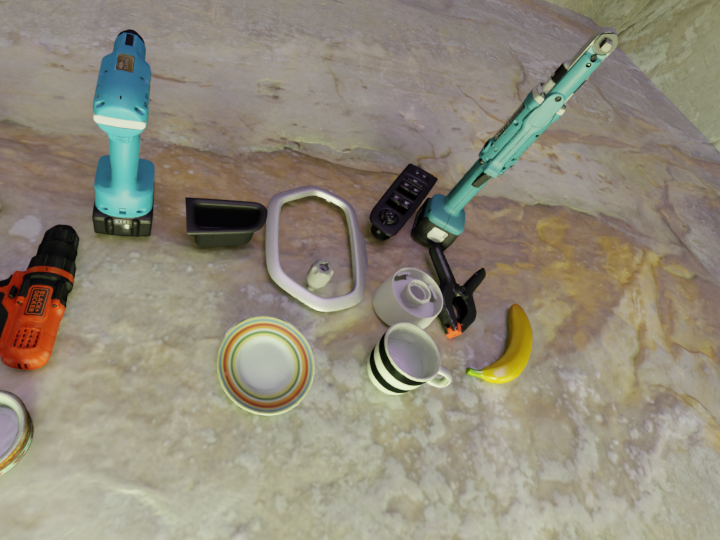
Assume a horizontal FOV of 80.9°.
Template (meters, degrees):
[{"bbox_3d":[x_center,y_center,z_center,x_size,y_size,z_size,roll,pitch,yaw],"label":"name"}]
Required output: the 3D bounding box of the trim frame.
[{"bbox_3d":[-0.069,-0.045,0.702,0.178,0.027,0.257,7,53,-20],"label":"trim frame"}]

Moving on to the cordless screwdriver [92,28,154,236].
[{"bbox_3d":[-0.299,-0.164,0.541,0.071,0.249,0.165,4,56,-26],"label":"cordless screwdriver"}]

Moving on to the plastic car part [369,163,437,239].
[{"bbox_3d":[0.071,-0.125,0.798,0.067,0.067,0.202,36,49,1],"label":"plastic car part"}]

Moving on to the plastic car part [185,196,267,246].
[{"bbox_3d":[-0.201,-0.062,0.627,0.112,0.071,0.068,1,57,-25],"label":"plastic car part"}]

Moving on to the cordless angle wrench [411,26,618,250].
[{"bbox_3d":[0.223,-0.186,0.676,0.074,0.423,0.099,30,49,-7],"label":"cordless angle wrench"}]
